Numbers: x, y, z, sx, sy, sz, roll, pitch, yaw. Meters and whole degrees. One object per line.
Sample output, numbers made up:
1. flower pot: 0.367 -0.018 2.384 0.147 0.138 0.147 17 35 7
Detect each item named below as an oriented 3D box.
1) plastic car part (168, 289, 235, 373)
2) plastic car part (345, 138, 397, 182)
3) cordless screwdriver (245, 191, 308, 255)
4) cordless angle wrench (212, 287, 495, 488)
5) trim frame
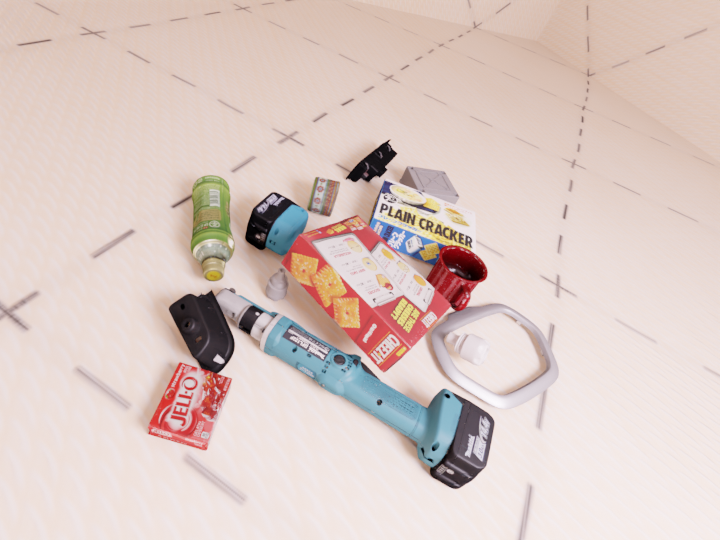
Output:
1. plastic car part: -0.220 0.077 0.573 0.066 0.068 0.122 -35 59 -5
2. plastic car part: 0.041 -0.270 1.047 0.067 0.066 0.202 35 43 -1
3. cordless screwdriver: -0.075 -0.049 0.770 0.254 0.074 0.157 34 43 10
4. cordless angle wrench: -0.034 0.139 0.593 0.434 0.073 0.097 28 43 12
5. trim frame: 0.231 0.134 0.723 0.240 0.027 0.193 -17 54 -31
